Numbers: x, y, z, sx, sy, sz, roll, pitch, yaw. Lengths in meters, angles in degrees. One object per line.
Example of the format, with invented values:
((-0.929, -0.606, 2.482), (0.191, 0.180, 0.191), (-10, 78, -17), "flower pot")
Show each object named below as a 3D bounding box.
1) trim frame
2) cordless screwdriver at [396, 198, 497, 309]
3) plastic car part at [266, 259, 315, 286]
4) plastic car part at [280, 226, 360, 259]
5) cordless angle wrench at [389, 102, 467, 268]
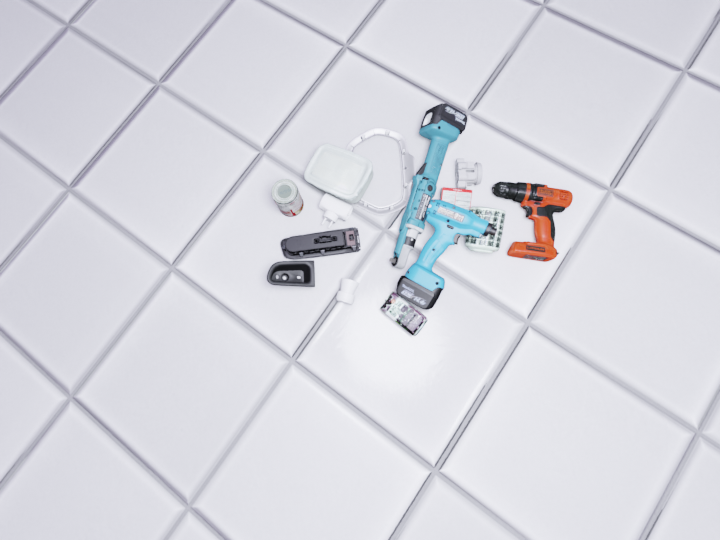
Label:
((0.050, -0.265, 1.110), (0.185, 0.027, 0.252), (-2, 75, 4), "trim frame")
((0.193, -0.027, 0.977), (0.165, 0.072, 0.248), (25, 94, 17), "cordless screwdriver")
((-0.175, 0.013, 1.041), (0.114, 0.071, 0.067), (0, 77, -12), "plastic car part")
((-0.104, -0.068, 1.062), (0.205, 0.066, 0.067), (-8, 85, 6), "plastic car part")
((0.157, -0.205, 1.057), (0.094, 0.077, 0.424), (21, 82, -22), "cordless angle wrench")
